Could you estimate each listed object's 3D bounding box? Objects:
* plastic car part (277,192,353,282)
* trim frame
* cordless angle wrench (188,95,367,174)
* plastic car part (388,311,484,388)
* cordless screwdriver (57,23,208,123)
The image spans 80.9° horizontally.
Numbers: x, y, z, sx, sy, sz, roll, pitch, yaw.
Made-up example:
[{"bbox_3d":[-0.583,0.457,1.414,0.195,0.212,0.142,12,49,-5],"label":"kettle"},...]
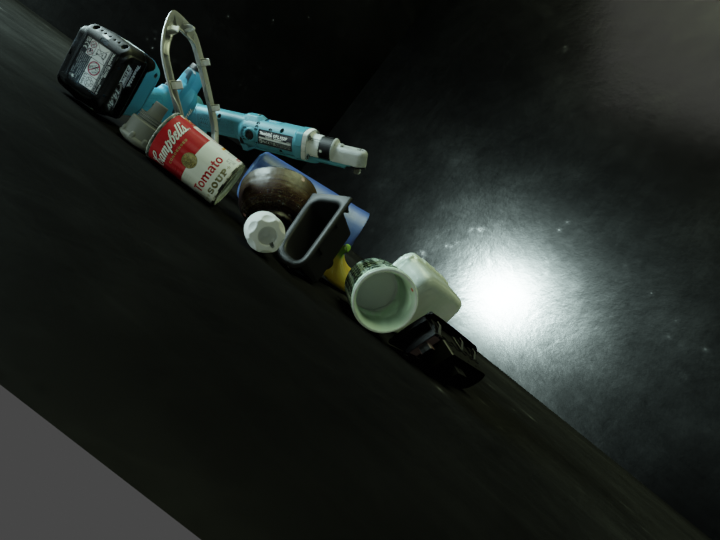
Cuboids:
[{"bbox_3d":[-0.053,-0.035,0.542,0.069,0.117,0.067,11,-30,35],"label":"plastic car part"},{"bbox_3d":[-0.246,-0.251,0.635,0.027,0.240,0.190,0,40,-2],"label":"trim frame"},{"bbox_3d":[-0.186,-0.246,0.758,0.438,0.096,0.073,18,31,19],"label":"cordless angle wrench"},{"bbox_3d":[0.119,0.116,0.563,0.192,0.066,0.071,34,15,-53],"label":"plastic car part"},{"bbox_3d":[-0.310,-0.281,0.629,0.074,0.159,0.249,35,5,-3],"label":"cordless screwdriver"}]
